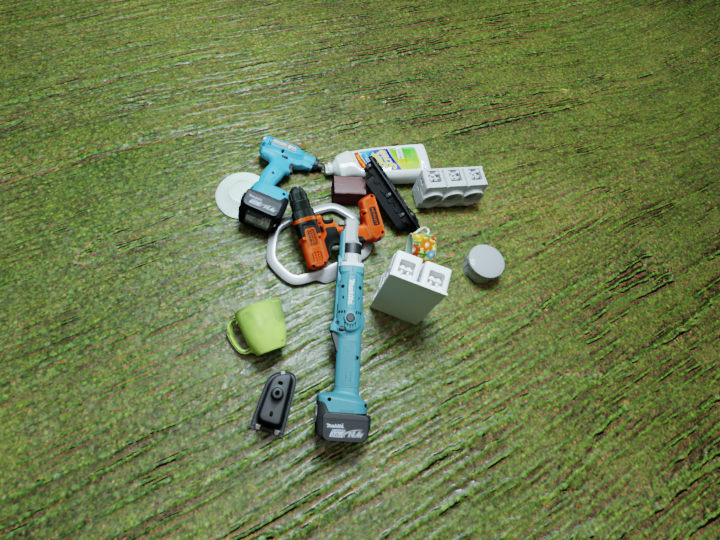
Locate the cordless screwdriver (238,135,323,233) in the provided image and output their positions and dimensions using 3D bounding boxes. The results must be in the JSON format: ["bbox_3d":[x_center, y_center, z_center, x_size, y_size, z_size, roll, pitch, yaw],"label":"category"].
[{"bbox_3d":[-0.181,-0.200,0.980,0.157,0.074,0.254,18,54,-10],"label":"cordless screwdriver"}]

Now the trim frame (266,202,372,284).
[{"bbox_3d":[-0.093,-0.061,0.955,0.244,0.027,0.191,-23,67,-18],"label":"trim frame"}]

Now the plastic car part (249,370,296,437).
[{"bbox_3d":[-0.155,0.237,0.776,0.066,0.070,0.118,16,66,-2],"label":"plastic car part"}]

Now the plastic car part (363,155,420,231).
[{"bbox_3d":[0.066,-0.169,0.979,0.067,0.066,0.203,-38,91,8],"label":"plastic car part"}]

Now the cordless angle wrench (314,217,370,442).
[{"bbox_3d":[-0.025,0.096,0.818,0.097,0.074,0.430,4,73,-6],"label":"cordless angle wrench"}]
